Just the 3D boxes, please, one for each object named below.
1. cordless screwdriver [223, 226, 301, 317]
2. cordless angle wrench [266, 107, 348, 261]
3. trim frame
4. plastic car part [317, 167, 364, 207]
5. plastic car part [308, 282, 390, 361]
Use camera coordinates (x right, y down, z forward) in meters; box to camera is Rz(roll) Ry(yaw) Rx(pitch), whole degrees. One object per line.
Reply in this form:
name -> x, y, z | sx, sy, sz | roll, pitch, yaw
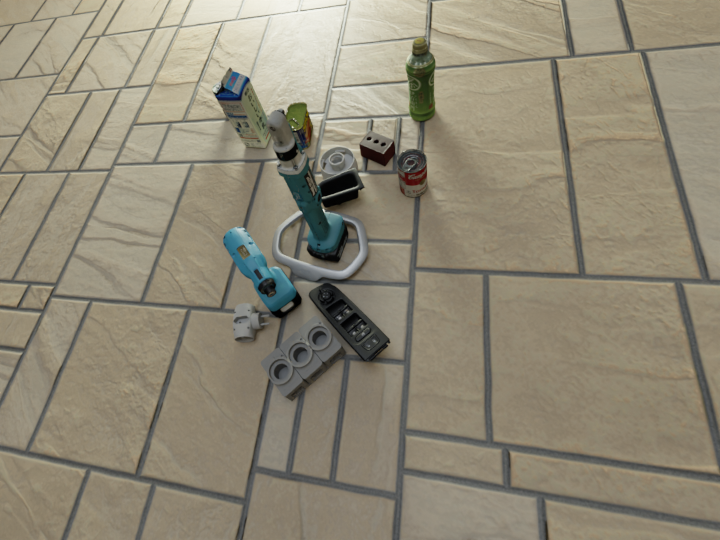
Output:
cordless screwdriver -> -0.185, 0.028, 0.860 | 0.074, 0.238, 0.167 | -35, 62, -8
cordless angle wrench -> -0.104, -0.149, 0.836 | 0.077, 0.405, 0.099 | 13, 67, 16
trim frame -> -0.099, -0.065, 1.010 | 0.258, 0.026, 0.185 | 15, 68, 21
plastic car part -> -0.052, -0.191, 1.041 | 0.117, 0.068, 0.069 | -21, 61, 2
plastic car part -> -0.027, 0.104, 0.880 | 0.066, 0.064, 0.213 | -41, 61, -10
